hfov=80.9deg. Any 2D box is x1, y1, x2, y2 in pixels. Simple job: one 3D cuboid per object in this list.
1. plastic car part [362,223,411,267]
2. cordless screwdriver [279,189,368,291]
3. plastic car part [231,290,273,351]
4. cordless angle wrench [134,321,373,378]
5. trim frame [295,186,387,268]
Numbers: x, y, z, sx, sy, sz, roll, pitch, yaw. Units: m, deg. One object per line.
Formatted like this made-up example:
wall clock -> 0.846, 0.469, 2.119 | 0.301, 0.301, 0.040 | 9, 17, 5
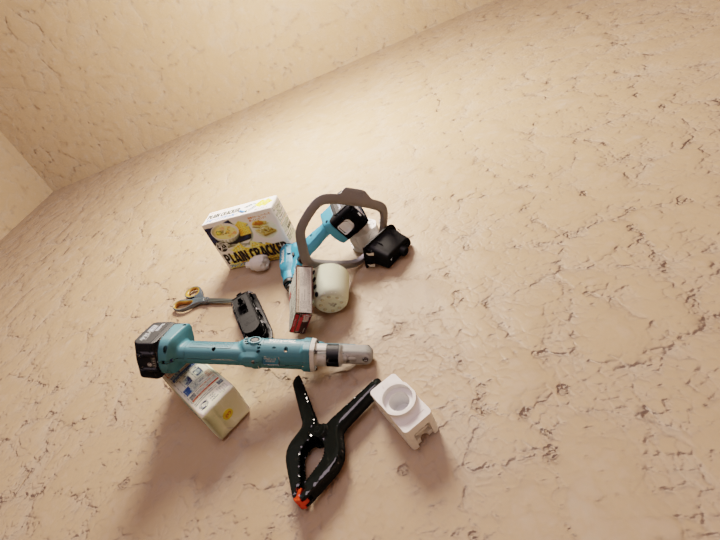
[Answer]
plastic car part -> 0.068, -0.050, 0.938 | 0.075, 0.063, 0.115 | 31, 60, 33
cordless screwdriver -> -0.097, -0.063, 0.990 | 0.251, 0.071, 0.165 | -39, 32, 20
plastic car part -> -0.247, 0.101, 0.944 | 0.065, 0.064, 0.214 | -27, 38, -13
cordless angle wrench -> -0.190, 0.148, 0.766 | 0.428, 0.073, 0.099 | 0, 20, 7
trim frame -> -0.036, -0.085, 0.900 | 0.237, 0.182, 0.029 | 1, 27, -38
